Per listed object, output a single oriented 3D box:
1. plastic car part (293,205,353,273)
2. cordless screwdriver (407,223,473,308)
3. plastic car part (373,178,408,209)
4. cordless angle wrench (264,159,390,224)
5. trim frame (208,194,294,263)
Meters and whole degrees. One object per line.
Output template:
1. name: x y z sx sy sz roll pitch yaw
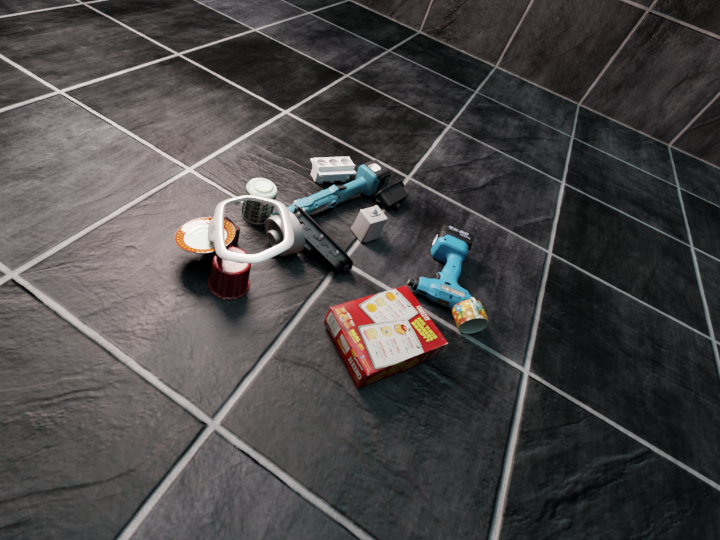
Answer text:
1. plastic car part: -0.102 -0.067 1.040 0.204 0.066 0.066 41 60 3
2. cordless screwdriver: 0.213 -0.018 1.114 0.159 0.073 0.252 19 49 -2
3. plastic car part: 0.098 -0.219 1.279 0.114 0.066 0.072 -35 82 -36
4. cordless angle wrench: -0.090 -0.203 1.183 0.412 0.096 0.077 -30 65 -33
5. trim frame: -0.243 -0.097 0.933 0.181 0.027 0.260 -6 44 -13
